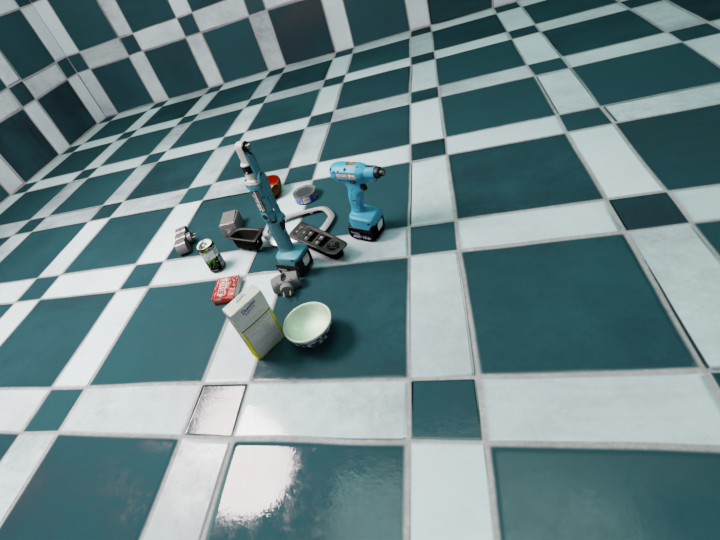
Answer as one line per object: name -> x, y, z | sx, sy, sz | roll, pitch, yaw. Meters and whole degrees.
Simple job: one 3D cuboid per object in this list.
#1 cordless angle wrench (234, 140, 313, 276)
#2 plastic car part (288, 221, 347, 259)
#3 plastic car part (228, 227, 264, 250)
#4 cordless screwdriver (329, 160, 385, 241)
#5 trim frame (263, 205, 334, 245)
cordless angle wrench -> -0.238, -0.157, 1.129 | 0.102, 0.404, 0.074 | 7, 46, 29
plastic car part -> -0.123, -0.080, 1.258 | 0.215, 0.064, 0.065 | 22, 55, 40
plastic car part -> -0.366, -0.096, 1.381 | 0.121, 0.068, 0.066 | 3, 45, 27
cordless screwdriver -> 0.016, -0.195, 1.187 | 0.167, 0.237, 0.074 | 11, 48, 33
trim frame -> -0.205, -0.149, 1.400 | 0.250, 0.026, 0.191 | -17, 40, 5
